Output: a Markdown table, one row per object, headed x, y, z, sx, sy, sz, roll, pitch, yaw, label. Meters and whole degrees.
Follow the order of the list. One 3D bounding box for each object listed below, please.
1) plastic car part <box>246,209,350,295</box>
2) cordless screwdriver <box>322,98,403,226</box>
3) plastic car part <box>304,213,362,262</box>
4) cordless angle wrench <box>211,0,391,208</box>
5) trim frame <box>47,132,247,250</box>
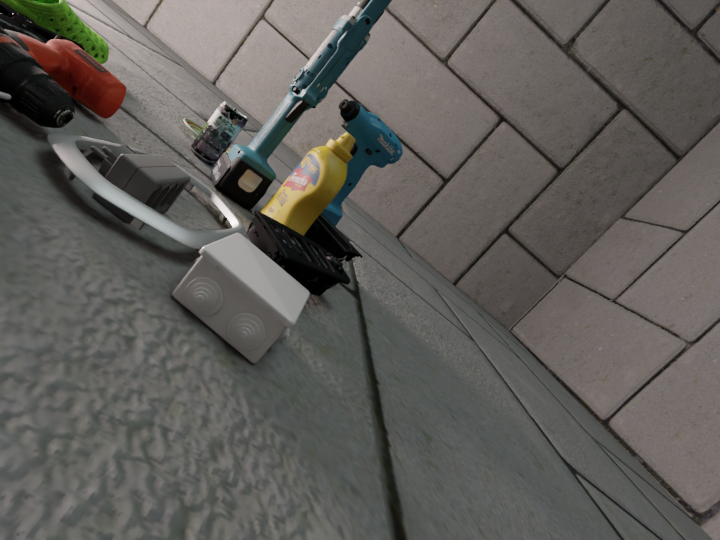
| x | y | z | sx | sy | sz | roll | pitch | yaw | label |
| --- | --- | --- | --- | --- | --- | --- | --- | --- | --- |
| -0.069 | -0.004 | 0.496 | 0.069 | 0.067 | 0.194 | 45 | 11 | 22 | plastic car part |
| -0.049 | -0.159 | 0.723 | 0.150 | 0.249 | 0.078 | 28 | 17 | -50 | cordless screwdriver |
| -0.065 | -0.043 | 0.668 | 0.122 | 0.071 | 0.063 | 45 | 11 | 24 | plastic car part |
| -0.079 | -0.287 | 0.660 | 0.070 | 0.424 | 0.103 | 34 | 13 | -35 | cordless angle wrench |
| -0.207 | -0.082 | 0.445 | 0.184 | 0.027 | 0.248 | 40 | 10 | -1 | trim frame |
